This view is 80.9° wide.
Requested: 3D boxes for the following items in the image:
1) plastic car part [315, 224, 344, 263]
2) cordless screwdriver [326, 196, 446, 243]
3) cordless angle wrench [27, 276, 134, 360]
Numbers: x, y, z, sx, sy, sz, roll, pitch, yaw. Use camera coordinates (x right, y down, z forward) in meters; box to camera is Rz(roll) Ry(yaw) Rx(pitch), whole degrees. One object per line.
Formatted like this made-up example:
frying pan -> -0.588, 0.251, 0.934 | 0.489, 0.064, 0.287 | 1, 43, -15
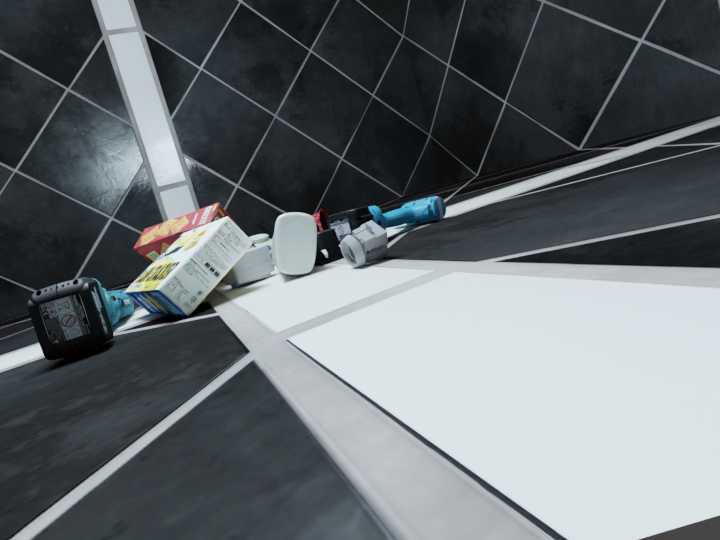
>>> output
plastic car part -> -0.077, -0.050, 0.790 | 0.064, 0.070, 0.121 | -17, 11, -27
cordless screwdriver -> 0.041, -0.102, 0.884 | 0.240, 0.074, 0.166 | -18, 8, -34
cordless angle wrench -> -0.438, 0.064, 0.728 | 0.073, 0.097, 0.433 | -18, 5, -19
